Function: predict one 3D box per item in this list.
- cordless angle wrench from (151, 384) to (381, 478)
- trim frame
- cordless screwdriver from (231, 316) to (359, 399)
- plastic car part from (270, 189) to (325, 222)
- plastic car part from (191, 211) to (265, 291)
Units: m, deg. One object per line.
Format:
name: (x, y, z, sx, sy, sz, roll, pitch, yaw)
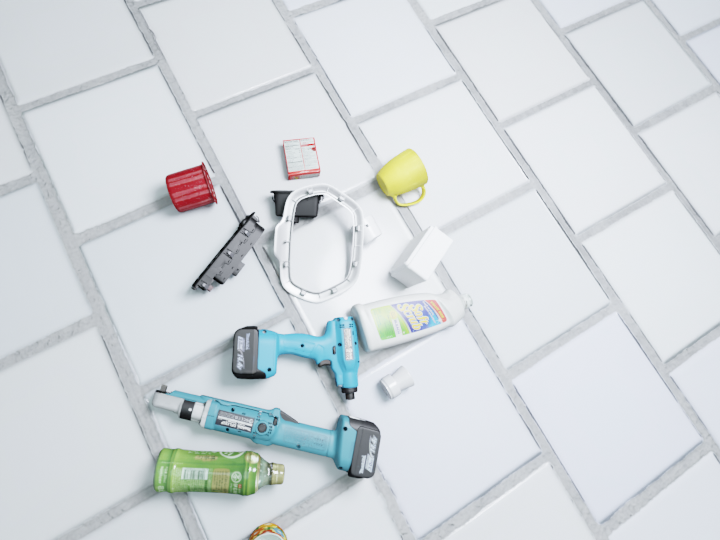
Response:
cordless angle wrench: (-0.179, 0.287, 0.784, 0.422, 0.074, 0.099, 13, 74, -1)
trim frame: (-0.086, -0.056, 0.876, 0.183, 0.028, 0.247, 5, 94, -2)
cordless screwdriver: (-0.123, 0.177, 0.819, 0.244, 0.074, 0.162, -3, 76, -12)
plastic car part: (-0.135, -0.137, 0.912, 0.115, 0.066, 0.071, -2, 91, -6)
plastic car part: (-0.261, -0.034, 0.864, 0.066, 0.067, 0.203, 33, 73, -11)
